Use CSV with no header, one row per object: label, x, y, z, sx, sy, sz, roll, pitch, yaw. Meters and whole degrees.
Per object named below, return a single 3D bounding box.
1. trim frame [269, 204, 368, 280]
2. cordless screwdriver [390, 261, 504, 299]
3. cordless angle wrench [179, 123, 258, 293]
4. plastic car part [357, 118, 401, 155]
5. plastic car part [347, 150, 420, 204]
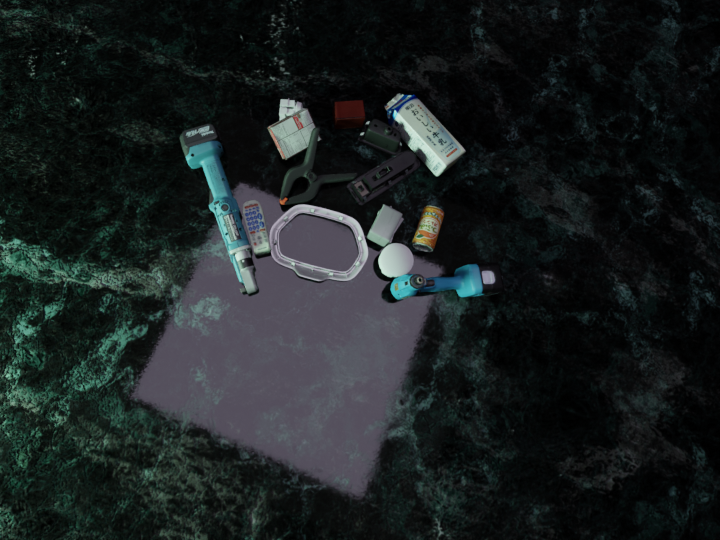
trim frame,-0.102,-0.067,1.044,0.247,0.027,0.185,16,77,-2
cordless screwdriver,0.206,0.026,0.976,0.246,0.159,0.075,-4,80,-9
cordless angle wrench,-0.328,-0.146,1.026,0.097,0.074,0.429,-20,81,-10
plastic car part,0.061,-0.355,1.101,0.118,0.070,0.066,25,78,3
plastic car part,0.066,-0.251,1.084,0.201,0.066,0.068,-33,77,-14
